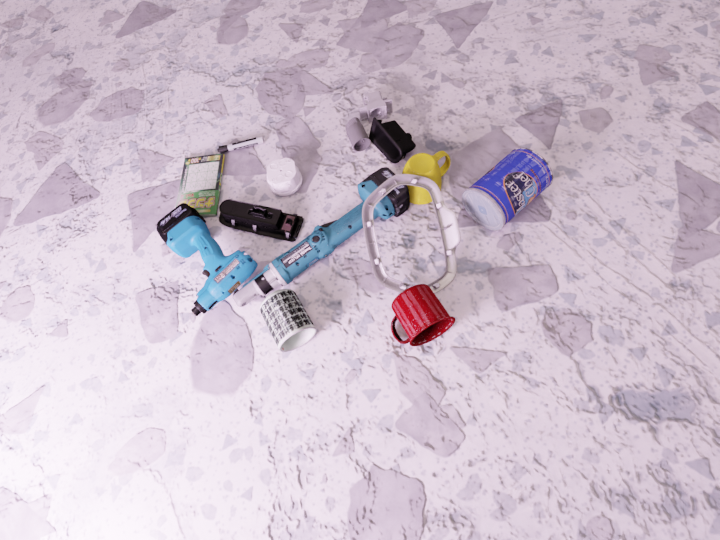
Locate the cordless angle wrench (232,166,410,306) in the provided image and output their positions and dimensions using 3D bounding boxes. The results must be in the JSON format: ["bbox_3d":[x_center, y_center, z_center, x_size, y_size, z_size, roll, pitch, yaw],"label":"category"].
[{"bbox_3d":[-0.087,-0.057,0.885,0.421,0.071,0.102,-36,63,-5],"label":"cordless angle wrench"}]

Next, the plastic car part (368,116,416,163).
[{"bbox_3d":[0.081,-0.302,0.977,0.070,0.064,0.121,-29,66,-21],"label":"plastic car part"}]

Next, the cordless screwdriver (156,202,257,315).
[{"bbox_3d":[-0.350,-0.027,0.904,0.261,0.071,0.158,38,77,28],"label":"cordless screwdriver"}]

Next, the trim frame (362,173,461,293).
[{"bbox_3d":[0.101,-0.070,0.829,0.183,0.027,0.250,-11,84,-4],"label":"trim frame"}]

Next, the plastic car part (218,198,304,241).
[{"bbox_3d":[-0.235,-0.119,0.947,0.210,0.064,0.067,12,75,18],"label":"plastic car part"}]
